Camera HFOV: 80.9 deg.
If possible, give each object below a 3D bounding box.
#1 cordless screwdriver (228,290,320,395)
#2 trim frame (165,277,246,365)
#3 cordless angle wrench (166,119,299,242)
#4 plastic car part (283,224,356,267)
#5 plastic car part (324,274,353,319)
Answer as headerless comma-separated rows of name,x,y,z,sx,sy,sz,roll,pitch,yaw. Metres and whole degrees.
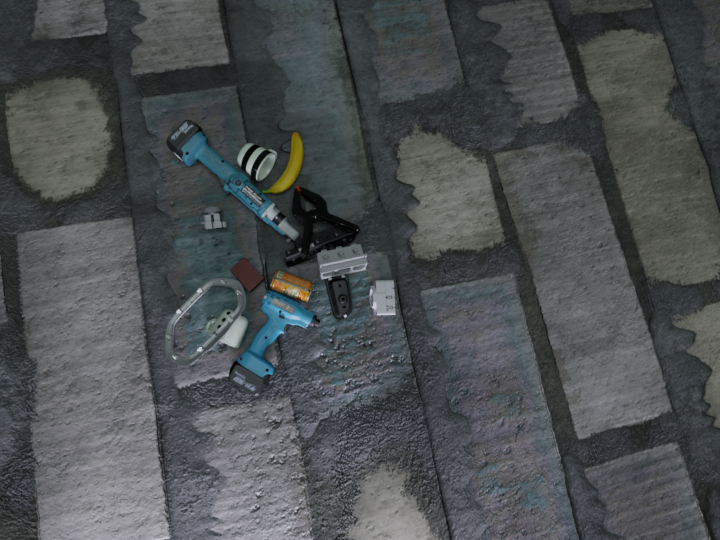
cordless screwdriver,-0.218,0.191,1.069,0.159,0.074,0.249,25,77,-1
trim frame,-0.387,0.119,1.043,0.247,0.026,0.195,-45,53,-9
cordless angle wrench,-0.326,-0.227,1.127,0.423,0.074,0.098,41,81,0
plastic car part,-0.110,-0.072,1.124,0.201,0.064,0.070,-17,61,-6
plastic car part,-0.050,0.068,1.098,0.065,0.070,0.118,-11,81,-6
